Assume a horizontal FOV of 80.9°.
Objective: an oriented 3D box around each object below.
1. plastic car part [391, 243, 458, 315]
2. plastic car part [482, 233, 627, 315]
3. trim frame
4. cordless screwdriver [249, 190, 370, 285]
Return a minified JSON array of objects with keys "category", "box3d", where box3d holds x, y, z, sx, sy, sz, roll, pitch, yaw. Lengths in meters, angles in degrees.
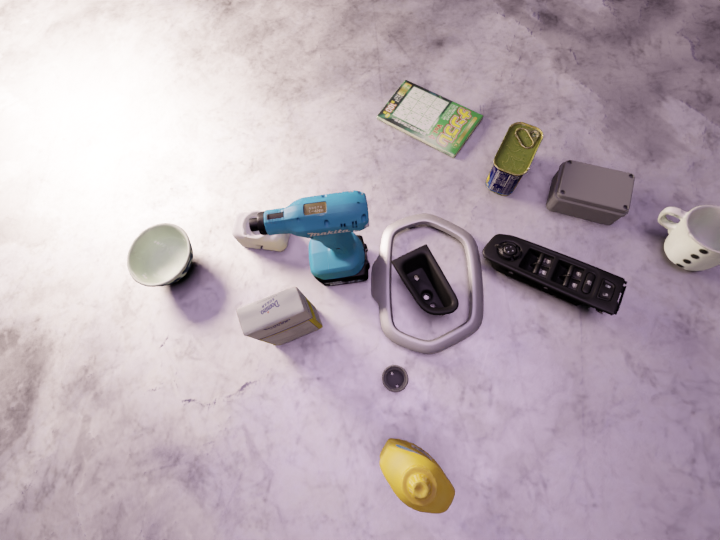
[{"category":"plastic car part","box3d":[0.106,0.028,0.692,0.066,0.069,0.120,-26,70,-3]},{"category":"plastic car part","box3d":[0.297,0.003,0.674,0.210,0.065,0.066,27,76,16]},{"category":"trim frame","box3d":[0.110,0.015,0.719,0.187,0.026,0.253,-1,70,8]},{"category":"cordless screwdriver","box3d":[-0.064,-0.042,0.651,0.160,0.241,0.076,-6,72,3]}]
